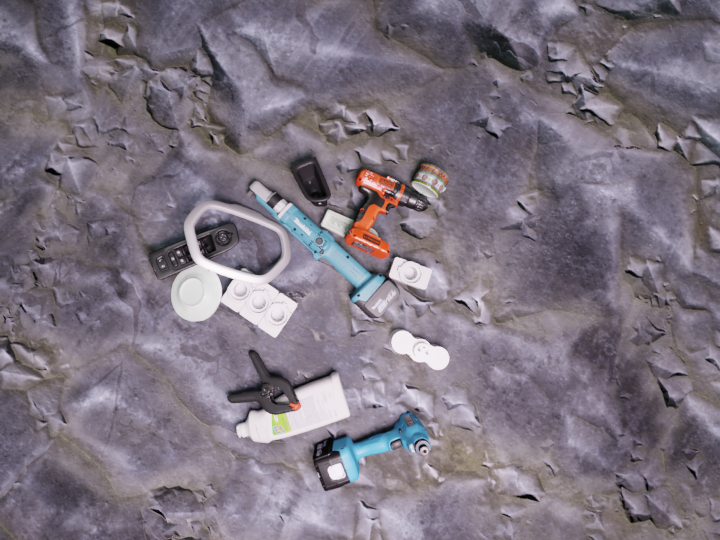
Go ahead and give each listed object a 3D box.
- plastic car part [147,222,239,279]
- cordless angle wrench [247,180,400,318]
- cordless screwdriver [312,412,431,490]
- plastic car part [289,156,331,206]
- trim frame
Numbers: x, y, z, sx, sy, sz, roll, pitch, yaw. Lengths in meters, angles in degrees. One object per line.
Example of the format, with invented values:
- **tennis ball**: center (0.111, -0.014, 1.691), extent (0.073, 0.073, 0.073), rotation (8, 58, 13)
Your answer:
- **plastic car part**: center (-0.370, -0.043, 0.965), extent (0.201, 0.066, 0.068), rotation (-26, 76, -8)
- **cordless angle wrench**: center (-0.095, -0.062, 0.976), extent (0.426, 0.074, 0.098), rotation (42, 85, 4)
- **cordless screwdriver**: center (0.026, 0.387, 0.899), extent (0.248, 0.159, 0.074), rotation (-21, 91, -2)
- **plastic car part**: center (-0.110, -0.192, 0.983), extent (0.066, 0.069, 0.120), rotation (-24, 72, -4)
- **trim frame**: center (-0.270, -0.066, 0.945), extent (0.240, 0.028, 0.188), rotation (17, 62, -20)
